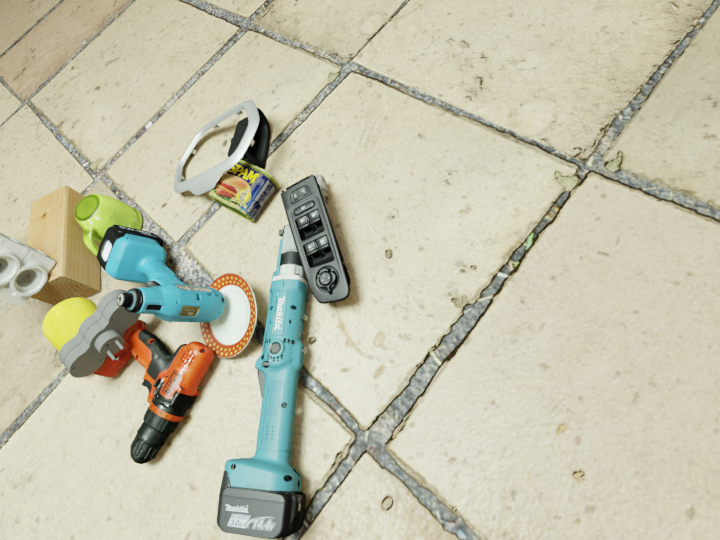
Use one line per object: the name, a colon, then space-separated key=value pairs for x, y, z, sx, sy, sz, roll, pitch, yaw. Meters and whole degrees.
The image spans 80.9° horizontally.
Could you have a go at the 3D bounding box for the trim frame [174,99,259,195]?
trim frame: x=-0.272 y=-0.226 z=0.791 sx=0.258 sy=0.026 sz=0.188 roll=-12 pitch=58 yaw=34

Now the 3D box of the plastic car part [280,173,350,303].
plastic car part: x=-0.064 y=-0.042 z=0.650 sx=0.067 sy=0.064 sz=0.210 roll=-23 pitch=66 yaw=11

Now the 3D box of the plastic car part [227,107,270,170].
plastic car part: x=-0.219 y=-0.247 z=0.810 sx=0.073 sy=0.062 sz=0.119 roll=-12 pitch=60 yaw=28

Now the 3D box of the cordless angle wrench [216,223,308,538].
cordless angle wrench: x=-0.112 y=0.118 z=0.598 sx=0.100 sy=0.071 sz=0.433 roll=-5 pitch=63 yaw=15

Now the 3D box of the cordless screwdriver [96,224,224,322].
cordless screwdriver: x=-0.342 y=0.004 z=0.663 sx=0.263 sy=0.151 sz=0.074 roll=29 pitch=99 yaw=34
